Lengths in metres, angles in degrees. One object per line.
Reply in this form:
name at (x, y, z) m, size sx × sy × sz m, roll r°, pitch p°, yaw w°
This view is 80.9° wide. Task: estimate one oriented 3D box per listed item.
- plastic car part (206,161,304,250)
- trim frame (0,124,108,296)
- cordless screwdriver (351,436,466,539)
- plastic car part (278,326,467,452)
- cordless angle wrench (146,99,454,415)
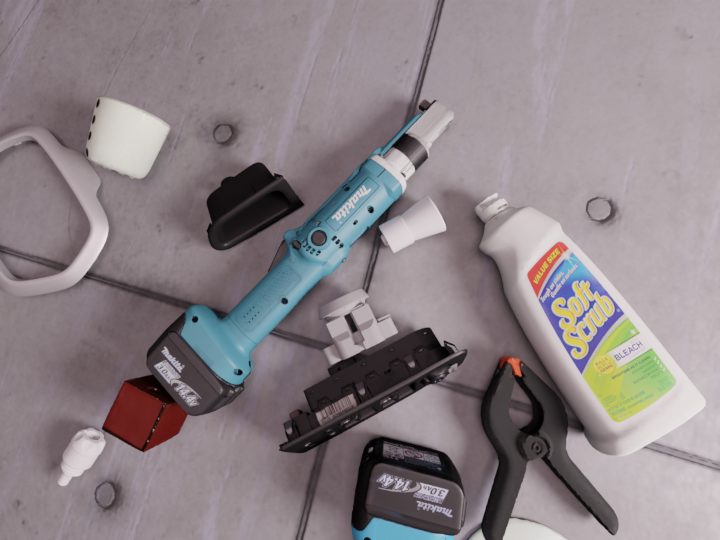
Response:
plastic car part at (-0.137, -0.083, 0.495) m, size 0.117 × 0.063 × 0.074 m, roll -29°, pitch 64°, yaw 5°
trim frame at (-0.426, -0.080, 0.551) m, size 0.184 × 0.027 × 0.256 m, roll -41°, pitch 75°, yaw 0°
cordless screwdriver at (0.013, 0.293, 0.390) m, size 0.162 × 0.073 × 0.250 m, roll 4°, pitch 84°, yaw 9°
plastic car part at (0.010, 0.118, 0.433) m, size 0.204 × 0.063 × 0.070 m, roll -26°, pitch 53°, yaw 4°
cordless angle wrench at (-0.045, -0.030, 0.463) m, size 0.100 × 0.073 × 0.422 m, roll 43°, pitch 86°, yaw 11°
